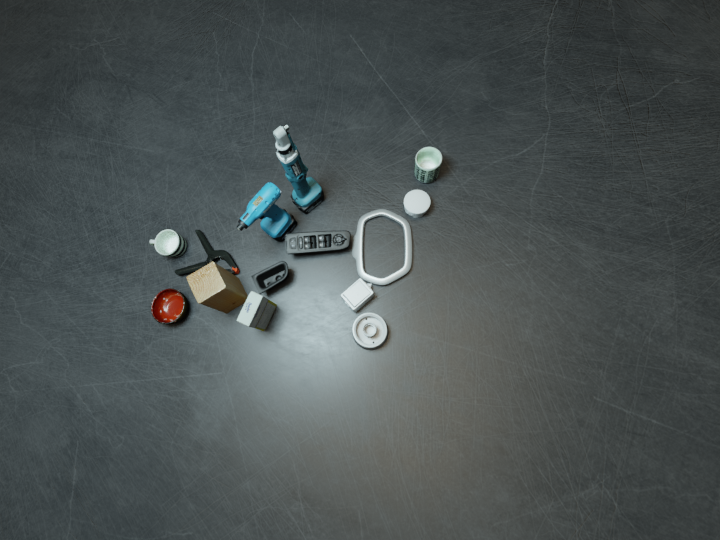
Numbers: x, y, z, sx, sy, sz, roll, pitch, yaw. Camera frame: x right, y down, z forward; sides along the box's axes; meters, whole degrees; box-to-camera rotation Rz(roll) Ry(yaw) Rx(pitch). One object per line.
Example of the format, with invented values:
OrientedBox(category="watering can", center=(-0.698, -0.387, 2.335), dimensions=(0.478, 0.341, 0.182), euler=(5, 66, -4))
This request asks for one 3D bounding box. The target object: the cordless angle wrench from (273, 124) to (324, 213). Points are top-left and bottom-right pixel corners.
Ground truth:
OrientedBox(category="cordless angle wrench", center=(-0.185, -0.285, 1.212), dimensions=(0.097, 0.411, 0.076), euler=(-40, 76, -6))

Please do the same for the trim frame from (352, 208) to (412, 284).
OrientedBox(category="trim frame", center=(0.065, -0.076, 1.311), dimensions=(0.187, 0.027, 0.253), euler=(-2, 73, 8))

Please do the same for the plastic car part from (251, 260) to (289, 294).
OrientedBox(category="plastic car part", center=(-0.267, 0.024, 1.311), dimensions=(0.116, 0.069, 0.068), euler=(-28, 73, -1))

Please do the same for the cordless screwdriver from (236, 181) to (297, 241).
OrientedBox(category="cordless screwdriver", center=(-0.282, -0.152, 1.276), dimensions=(0.076, 0.242, 0.159), euler=(38, 81, 12))

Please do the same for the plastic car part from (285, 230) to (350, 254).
OrientedBox(category="plastic car part", center=(-0.130, -0.085, 1.324), dimensions=(0.205, 0.065, 0.067), euler=(-5, 74, 7))
